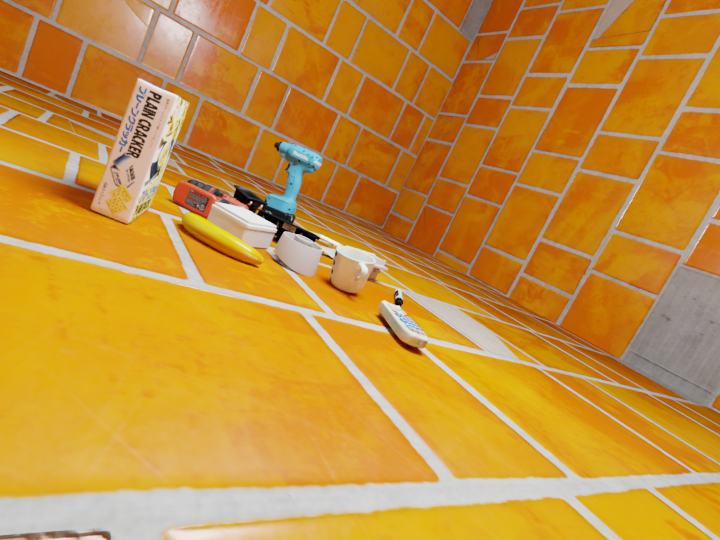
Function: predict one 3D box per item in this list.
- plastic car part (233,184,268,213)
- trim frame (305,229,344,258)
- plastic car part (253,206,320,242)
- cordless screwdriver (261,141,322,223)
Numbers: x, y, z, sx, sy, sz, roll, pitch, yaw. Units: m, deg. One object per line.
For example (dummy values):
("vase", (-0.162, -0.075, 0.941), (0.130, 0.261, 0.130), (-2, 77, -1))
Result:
("plastic car part", (-0.326, -0.189, 1.191), (0.062, 0.071, 0.123), (16, 13, -46))
("trim frame", (-0.121, -0.079, 1.237), (0.195, 0.027, 0.235), (32, 12, 38))
("plastic car part", (-0.197, -0.104, 1.061), (0.214, 0.067, 0.063), (31, 10, 32))
("cordless screwdriver", (-0.235, -0.266, 1.298), (0.164, 0.248, 0.072), (28, 9, 16))
